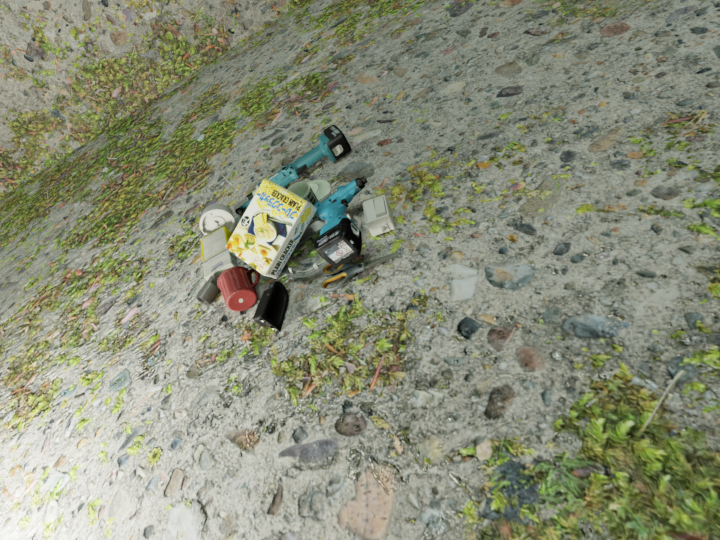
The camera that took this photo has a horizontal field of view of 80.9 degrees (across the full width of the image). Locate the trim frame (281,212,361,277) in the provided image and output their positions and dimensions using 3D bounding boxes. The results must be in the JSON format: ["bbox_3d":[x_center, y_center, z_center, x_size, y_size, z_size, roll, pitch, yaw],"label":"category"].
[{"bbox_3d":[-0.108,-0.071,1.105,0.249,0.026,0.193,-34,38,2],"label":"trim frame"}]

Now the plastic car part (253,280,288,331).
[{"bbox_3d":[-0.223,0.089,1.026,0.073,0.063,0.119,-23,40,30],"label":"plastic car part"}]

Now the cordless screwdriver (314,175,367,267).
[{"bbox_3d":[-0.040,-0.132,1.034,0.161,0.071,0.257,-33,34,20],"label":"cordless screwdriver"}]

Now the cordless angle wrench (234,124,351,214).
[{"bbox_3d":[-0.230,-0.310,1.360,0.424,0.070,0.103,-34,44,3],"label":"cordless angle wrench"}]
